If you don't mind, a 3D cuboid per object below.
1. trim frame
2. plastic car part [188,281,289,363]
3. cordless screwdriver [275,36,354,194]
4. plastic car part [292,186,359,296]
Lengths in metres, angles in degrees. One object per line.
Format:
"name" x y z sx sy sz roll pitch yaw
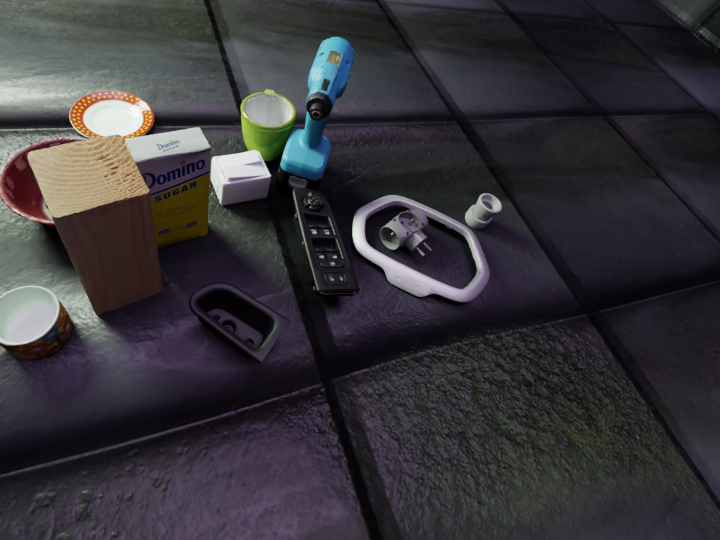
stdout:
"trim frame" 0.102 -0.041 0.718 0.250 0.027 0.185 25 53 2
"plastic car part" -0.160 0.069 0.539 0.118 0.070 0.066 32 53 5
"cordless screwdriver" -0.074 -0.204 0.642 0.073 0.247 0.162 18 54 -10
"plastic car part" -0.063 -0.041 0.645 0.064 0.066 0.211 -4 58 -21
